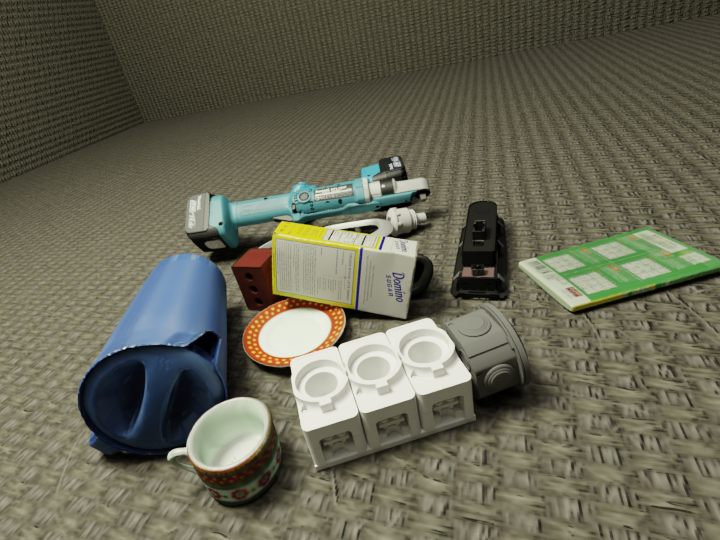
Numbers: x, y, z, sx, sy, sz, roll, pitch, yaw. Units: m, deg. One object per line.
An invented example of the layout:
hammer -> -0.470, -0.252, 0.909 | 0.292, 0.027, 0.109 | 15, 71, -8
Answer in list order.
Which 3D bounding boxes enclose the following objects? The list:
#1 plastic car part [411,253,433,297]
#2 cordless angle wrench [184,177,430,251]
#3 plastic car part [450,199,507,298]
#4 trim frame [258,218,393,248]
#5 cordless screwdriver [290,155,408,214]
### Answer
plastic car part -> 0.039, 0.000, 0.579 | 0.119, 0.065, 0.071 | -4, 17, 12
cordless angle wrench -> -0.095, -0.114, 0.743 | 0.428, 0.071, 0.101 | -8, 65, 8
plastic car part -> 0.166, -0.042, 0.589 | 0.069, 0.065, 0.203 | -7, 28, 24
trim frame -> -0.067, -0.044, 0.688 | 0.256, 0.027, 0.183 | -9, 22, 23
cordless screwdriver -> -0.031, -0.143, 0.823 | 0.254, 0.071, 0.162 | -10, 31, 14
